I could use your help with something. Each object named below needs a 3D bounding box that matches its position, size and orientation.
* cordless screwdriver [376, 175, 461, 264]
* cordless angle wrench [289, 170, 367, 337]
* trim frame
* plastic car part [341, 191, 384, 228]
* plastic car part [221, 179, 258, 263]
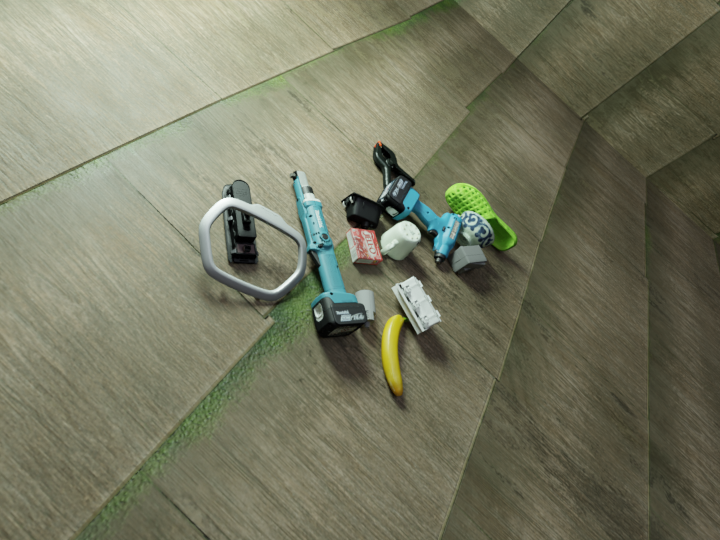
[{"bbox_3d":[0.161,-0.137,1.166,0.243,0.076,0.160,32,65,-12],"label":"cordless screwdriver"},{"bbox_3d":[-0.094,-0.062,0.964,0.094,0.075,0.439,2,57,-33],"label":"cordless angle wrench"},{"bbox_3d":[-0.212,-0.043,0.855,0.237,0.029,0.185,26,71,-29],"label":"trim frame"},{"bbox_3d":[0.009,-0.145,1.096,0.112,0.068,0.072,22,66,-23],"label":"plastic car part"},{"bbox_3d":[-0.258,-0.116,0.906,0.064,0.067,0.210,-1,58,-27],"label":"plastic car part"}]
